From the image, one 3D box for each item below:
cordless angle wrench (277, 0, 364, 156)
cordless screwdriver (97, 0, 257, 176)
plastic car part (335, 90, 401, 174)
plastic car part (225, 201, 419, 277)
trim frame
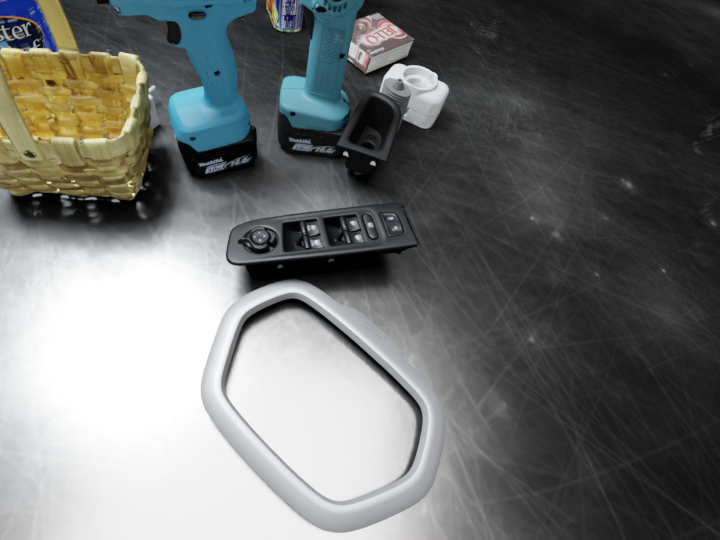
[{"bbox_3d":[-0.026,-0.293,0.429,0.097,0.417,0.076,7,59,-10],"label":"cordless angle wrench"},{"bbox_3d":[-0.186,-0.209,0.454,0.155,0.245,0.077,-17,65,-21],"label":"cordless screwdriver"},{"bbox_3d":[0.012,-0.175,0.566,0.066,0.070,0.118,20,57,1],"label":"plastic car part"},{"bbox_3d":[-0.046,-0.030,0.468,0.199,0.066,0.069,-5,60,-12],"label":"plastic car part"},{"bbox_3d":[-0.035,0.113,0.403,0.256,0.027,0.182,37,60,15],"label":"trim frame"}]
